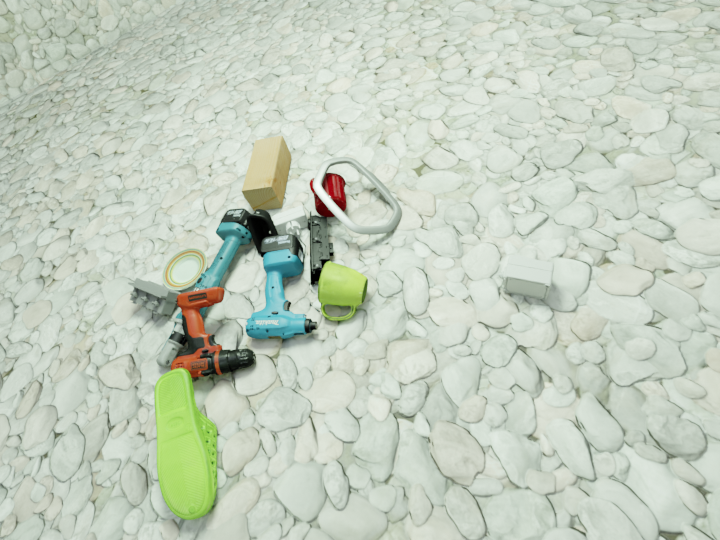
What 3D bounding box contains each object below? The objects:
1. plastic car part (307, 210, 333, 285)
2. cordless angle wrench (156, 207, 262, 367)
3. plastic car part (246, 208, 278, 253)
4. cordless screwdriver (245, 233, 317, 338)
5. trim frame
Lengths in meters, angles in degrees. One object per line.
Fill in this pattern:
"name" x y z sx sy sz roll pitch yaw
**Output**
"plastic car part" -0.101 -0.066 1.031 0.067 0.064 0.211 -9 53 -2
"cordless angle wrench" -0.377 0.036 1.041 0.103 0.070 0.426 1 59 38
"plastic car part" -0.245 -0.110 1.087 0.067 0.112 0.072 -9 30 10
"cordless screwdriver" -0.169 0.036 0.976 0.163 0.071 0.255 -6 58 13
"trim frame" -0.007 -0.187 1.048 0.181 0.027 0.255 -36 73 -28
